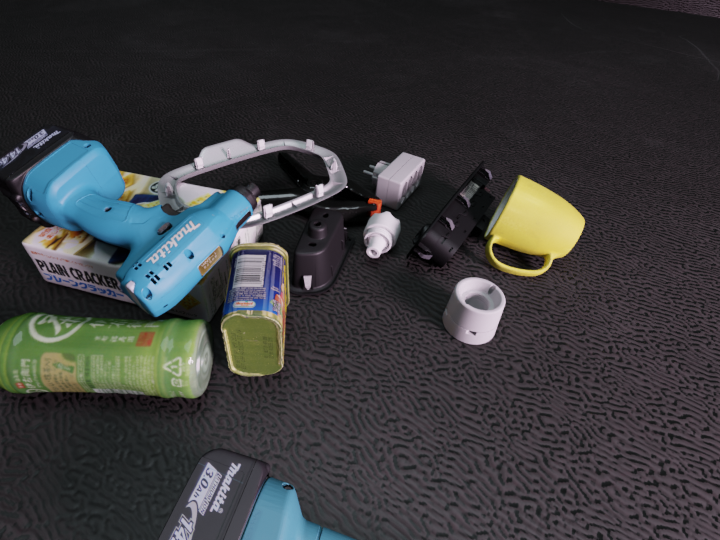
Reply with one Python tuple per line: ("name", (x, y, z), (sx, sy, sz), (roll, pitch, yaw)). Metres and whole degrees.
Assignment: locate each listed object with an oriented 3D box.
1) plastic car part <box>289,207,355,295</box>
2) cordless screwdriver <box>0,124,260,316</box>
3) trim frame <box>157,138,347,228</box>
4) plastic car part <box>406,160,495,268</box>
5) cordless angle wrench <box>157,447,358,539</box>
("plastic car part", (-0.049, -0.032, 0.501), (0.067, 0.069, 0.118), (11, 41, 9))
("cordless screwdriver", (-0.236, -0.075, 0.433), (0.258, 0.072, 0.158), (28, 60, 19))
("trim frame", (-0.131, -0.121, 0.536), (0.242, 0.027, 0.194), (-29, 49, -30))
("plastic car part", (0.126, -0.066, 0.555), (0.068, 0.067, 0.199), (45, 52, 4))
("cordless angle wrench", (0.087, 0.222, 0.238), (0.432, 0.072, 0.099), (15, 44, 10))
